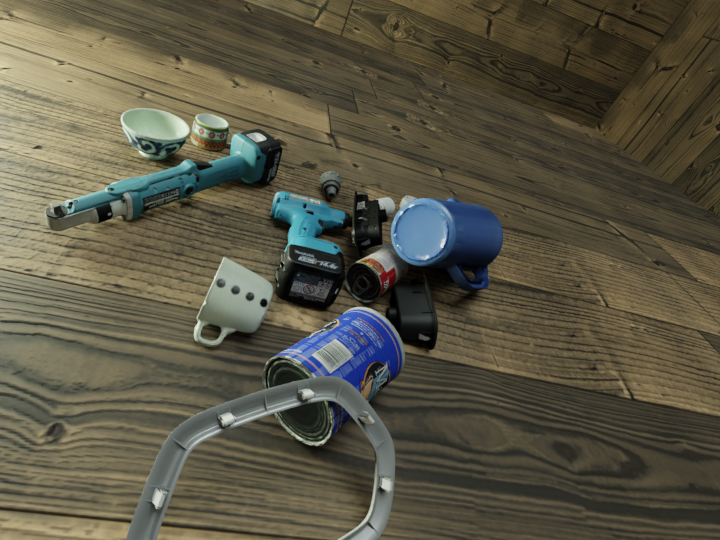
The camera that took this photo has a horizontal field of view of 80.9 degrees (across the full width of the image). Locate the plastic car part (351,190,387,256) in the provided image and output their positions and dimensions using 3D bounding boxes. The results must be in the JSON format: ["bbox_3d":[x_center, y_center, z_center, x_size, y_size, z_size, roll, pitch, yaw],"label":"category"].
[{"bbox_3d":[0.015,-0.087,0.778,0.068,0.064,0.205,-3,28,8],"label":"plastic car part"}]

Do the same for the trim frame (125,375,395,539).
[{"bbox_3d":[-0.066,0.195,0.361,0.239,0.028,0.185,-8,86,-33],"label":"trim frame"}]

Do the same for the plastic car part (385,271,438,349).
[{"bbox_3d":[0.075,0.064,0.663,0.071,0.064,0.120,3,41,-3],"label":"plastic car part"}]

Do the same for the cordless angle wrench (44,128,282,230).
[{"bbox_3d":[-0.304,-0.150,0.713,0.077,0.097,0.413,37,42,15],"label":"cordless angle wrench"}]

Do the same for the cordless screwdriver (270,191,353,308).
[{"bbox_3d":[-0.069,-0.045,0.710,0.155,0.073,0.259,11,34,-18],"label":"cordless screwdriver"}]
